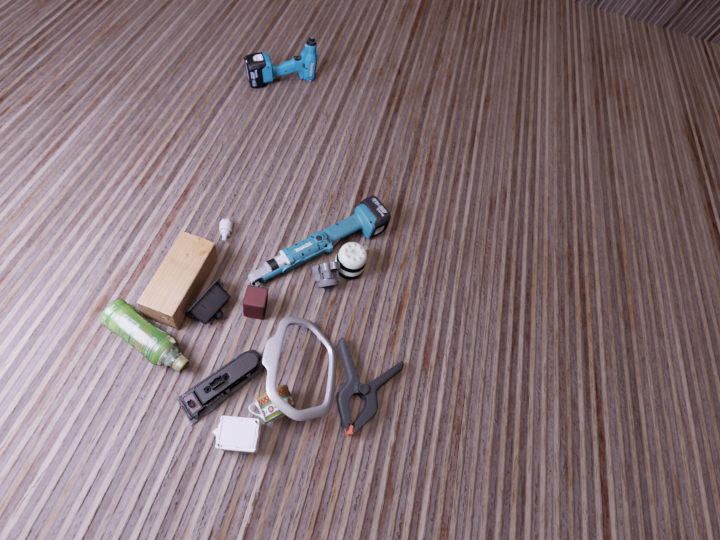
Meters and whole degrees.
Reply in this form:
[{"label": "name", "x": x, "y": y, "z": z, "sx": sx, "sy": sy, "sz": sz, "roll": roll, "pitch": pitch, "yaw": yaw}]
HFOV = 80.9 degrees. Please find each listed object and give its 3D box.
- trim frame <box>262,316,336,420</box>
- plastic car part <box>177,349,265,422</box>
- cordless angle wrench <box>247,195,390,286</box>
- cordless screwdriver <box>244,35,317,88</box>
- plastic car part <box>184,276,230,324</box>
[{"label": "trim frame", "x": -0.131, "y": 0.212, "z": 0.941, "sx": 0.177, "sy": 0.028, "sz": 0.255, "roll": 28, "pitch": 41, "yaw": -22}, {"label": "plastic car part", "x": -0.300, "y": 0.239, "z": 0.929, "sx": 0.199, "sy": 0.065, "sz": 0.069, "roll": -33, "pitch": 65, "yaw": -27}, {"label": "cordless angle wrench", "x": -0.111, "y": -0.073, "z": 1.135, "sx": 0.415, "sy": 0.073, "sz": 0.101, "roll": -29, "pitch": 69, "yaw": -20}, {"label": "cordless screwdriver", "x": -0.265, "y": -0.708, "z": 1.431, "sx": 0.244, "sy": 0.156, "sz": 0.077, "roll": -13, "pitch": 66, "yaw": -15}, {"label": "plastic car part", "x": -0.357, "y": 0.083, "z": 1.015, "sx": 0.070, "sy": 0.067, "sz": 0.116, "roll": 37, "pitch": 63, "yaw": -6}]
